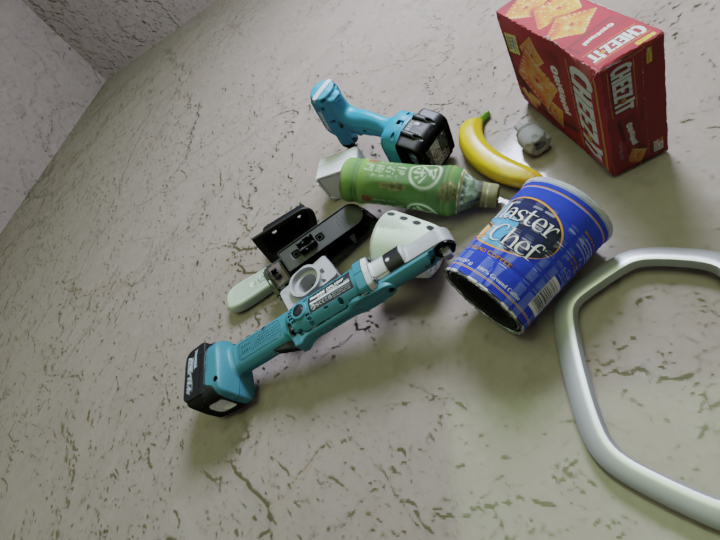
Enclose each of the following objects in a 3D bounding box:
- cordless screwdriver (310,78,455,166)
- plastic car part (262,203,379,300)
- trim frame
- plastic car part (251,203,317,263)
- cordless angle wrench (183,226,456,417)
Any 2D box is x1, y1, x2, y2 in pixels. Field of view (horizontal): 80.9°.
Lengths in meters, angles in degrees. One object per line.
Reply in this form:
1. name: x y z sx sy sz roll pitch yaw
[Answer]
1. cordless screwdriver: 0.033 -0.229 0.722 0.262 0.151 0.074 33 82 30
2. plastic car part: -0.065 -0.043 0.666 0.202 0.064 0.070 -34 57 -7
3. trim frame: 0.280 0.083 0.368 0.190 0.026 0.255 -16 49 27
4. plastic car part: -0.132 -0.077 0.765 0.117 0.063 0.074 -35 30 4
5. cordless angle wrench: -0.066 0.066 0.559 0.429 0.070 0.102 -33 45 21
